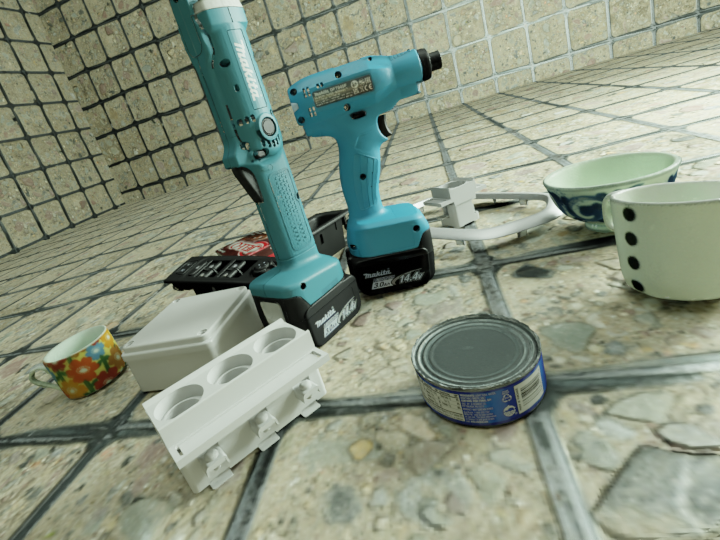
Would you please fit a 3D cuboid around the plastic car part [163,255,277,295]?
[{"bbox_3d":[-0.177,0.016,0.580,0.211,0.065,0.065,-4,24,32],"label":"plastic car part"}]

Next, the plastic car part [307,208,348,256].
[{"bbox_3d":[-0.060,-0.039,0.616,0.069,0.069,0.115,-5,24,31],"label":"plastic car part"}]

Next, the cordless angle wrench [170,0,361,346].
[{"bbox_3d":[-0.104,-0.128,0.399,0.078,0.412,0.096,-1,24,41],"label":"cordless angle wrench"}]

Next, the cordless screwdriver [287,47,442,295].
[{"bbox_3d":[0.032,-0.105,0.467,0.160,0.242,0.076,-16,18,4],"label":"cordless screwdriver"}]

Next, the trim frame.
[{"bbox_3d":[0.153,-0.080,0.600,0.180,0.027,0.261,-33,26,-34],"label":"trim frame"}]
